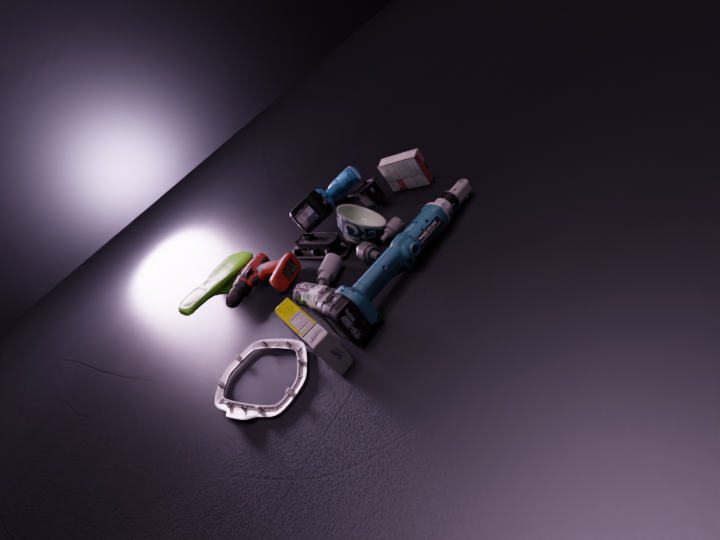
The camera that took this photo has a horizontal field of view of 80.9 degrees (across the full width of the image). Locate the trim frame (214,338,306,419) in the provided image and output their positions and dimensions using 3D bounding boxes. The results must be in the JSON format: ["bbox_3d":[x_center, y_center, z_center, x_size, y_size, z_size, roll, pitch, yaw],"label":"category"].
[{"bbox_3d":[-0.206,0.216,0.860,0.259,0.026,0.185,-6,46,37],"label":"trim frame"}]

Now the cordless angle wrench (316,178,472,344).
[{"bbox_3d":[0.090,-0.043,0.833,0.420,0.094,0.078,-47,29,-18],"label":"cordless angle wrench"}]

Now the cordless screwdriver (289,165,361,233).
[{"bbox_3d":[-0.102,-0.184,1.141,0.162,0.073,0.247,-36,11,39],"label":"cordless screwdriver"}]

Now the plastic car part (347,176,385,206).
[{"bbox_3d":[0.025,-0.194,1.086,0.066,0.069,0.120,-46,18,-7],"label":"plastic car part"}]

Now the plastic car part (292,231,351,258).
[{"bbox_3d":[-0.105,-0.069,1.076,0.214,0.064,0.066,7,46,45],"label":"plastic car part"}]
